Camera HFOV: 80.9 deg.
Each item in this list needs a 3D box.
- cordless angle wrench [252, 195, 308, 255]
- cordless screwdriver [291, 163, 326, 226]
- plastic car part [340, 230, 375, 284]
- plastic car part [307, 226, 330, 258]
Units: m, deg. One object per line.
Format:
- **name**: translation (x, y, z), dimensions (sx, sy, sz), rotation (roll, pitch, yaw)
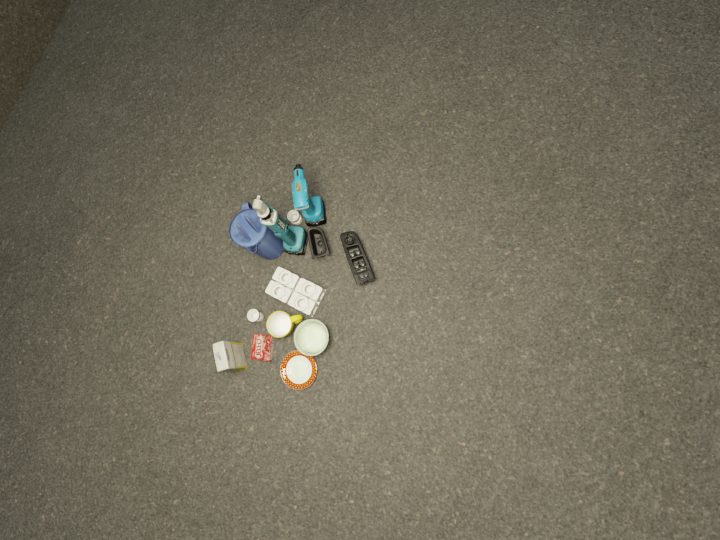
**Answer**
- **cordless angle wrench**: translation (-0.263, -0.143, 1.381), dimensions (0.076, 0.409, 0.099), rotation (8, 79, 10)
- **cordless screwdriver**: translation (-0.185, -0.256, 1.483), dimensions (0.075, 0.241, 0.162), rotation (-9, 75, 7)
- **plastic car part**: translation (-0.012, -0.045, 1.476), dimensions (0.067, 0.065, 0.209), rotation (-23, 71, 5)
- **plastic car part**: translation (-0.149, -0.097, 1.521), dimensions (0.067, 0.068, 0.119), rotation (-17, 73, 7)
